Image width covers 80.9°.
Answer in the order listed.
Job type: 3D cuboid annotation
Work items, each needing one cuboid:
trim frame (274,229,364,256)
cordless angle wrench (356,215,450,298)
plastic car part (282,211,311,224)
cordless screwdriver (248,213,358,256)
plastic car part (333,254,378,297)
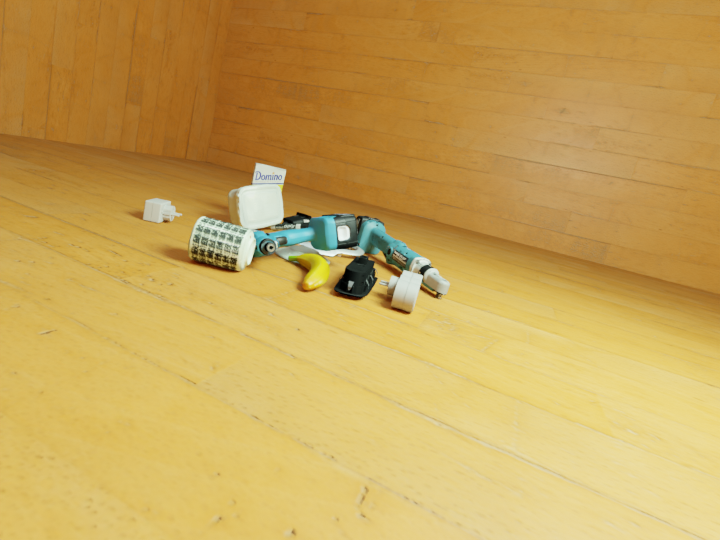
[{"bbox_3d":[-0.110,-0.072,1.128,0.244,0.027,0.189,12,12,-11],"label":"trim frame"},{"bbox_3d":[0.093,-0.041,1.059,0.071,0.097,0.444,11,16,-27],"label":"cordless angle wrench"},{"bbox_3d":[-0.196,-0.137,1.262,0.068,0.065,0.123,-11,20,-29],"label":"plastic car part"},{"bbox_3d":[-0.118,-0.069,0.878,0.241,0.073,0.166,-11,12,-26],"label":"cordless screwdriver"},{"bbox_3d":[-0.001,0.008,0.829,0.067,0.066,0.201,22,16,5],"label":"plastic car part"}]
